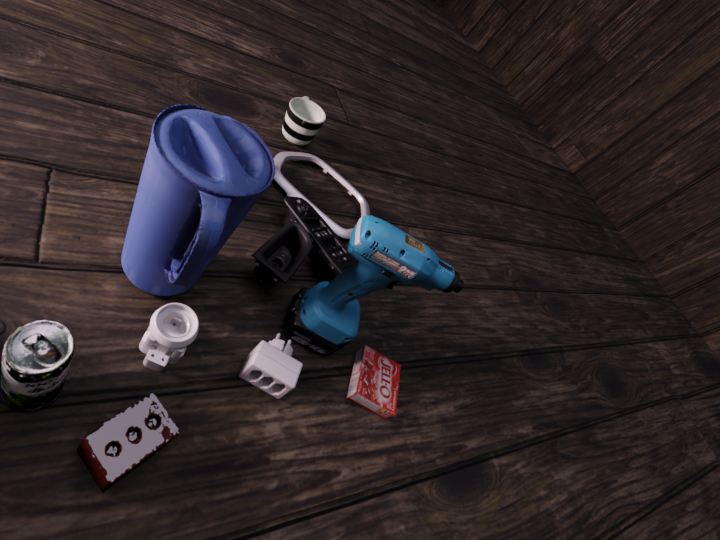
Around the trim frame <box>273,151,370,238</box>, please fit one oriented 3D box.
[{"bbox_3d":[-0.079,-0.160,0.875,0.249,0.028,0.182,42,40,1],"label":"trim frame"}]

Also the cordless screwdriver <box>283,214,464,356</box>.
[{"bbox_3d":[0.007,0.039,0.591,0.154,0.251,0.076,30,43,-17],"label":"cordless screwdriver"}]

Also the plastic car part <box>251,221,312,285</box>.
[{"bbox_3d":[-0.128,-0.019,0.677,0.066,0.071,0.116,40,40,-5],"label":"plastic car part"}]

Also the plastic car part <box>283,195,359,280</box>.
[{"bbox_3d":[-0.073,-0.048,0.748,0.064,0.067,0.209,-19,68,-46],"label":"plastic car part"}]
